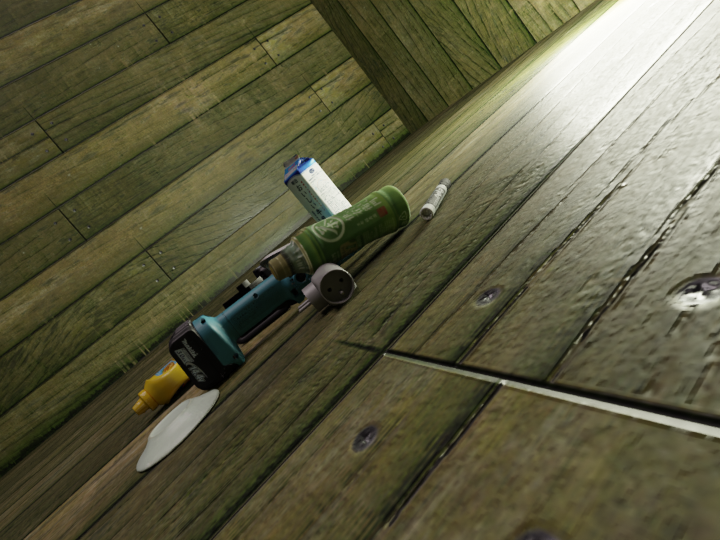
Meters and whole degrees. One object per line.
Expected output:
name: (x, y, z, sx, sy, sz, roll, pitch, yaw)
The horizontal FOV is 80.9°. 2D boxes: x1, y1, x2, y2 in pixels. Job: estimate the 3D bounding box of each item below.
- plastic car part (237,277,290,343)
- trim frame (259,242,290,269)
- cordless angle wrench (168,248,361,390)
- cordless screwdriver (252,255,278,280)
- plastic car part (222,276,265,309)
plastic car part: (-0.182, 0.075, 0.763, 0.117, 0.067, 0.070, -41, -6, 7)
trim frame: (-0.079, -0.052, 0.811, 0.253, 0.028, 0.178, -22, -7, 17)
cordless angle wrench: (-0.101, 0.012, 0.671, 0.419, 0.096, 0.076, -39, 11, -15)
cordless screwdriver: (-0.121, -0.044, 0.967, 0.245, 0.073, 0.163, -40, 10, -22)
plastic car part: (-0.242, 0.061, 0.900, 0.207, 0.066, 0.066, -34, 14, 46)
